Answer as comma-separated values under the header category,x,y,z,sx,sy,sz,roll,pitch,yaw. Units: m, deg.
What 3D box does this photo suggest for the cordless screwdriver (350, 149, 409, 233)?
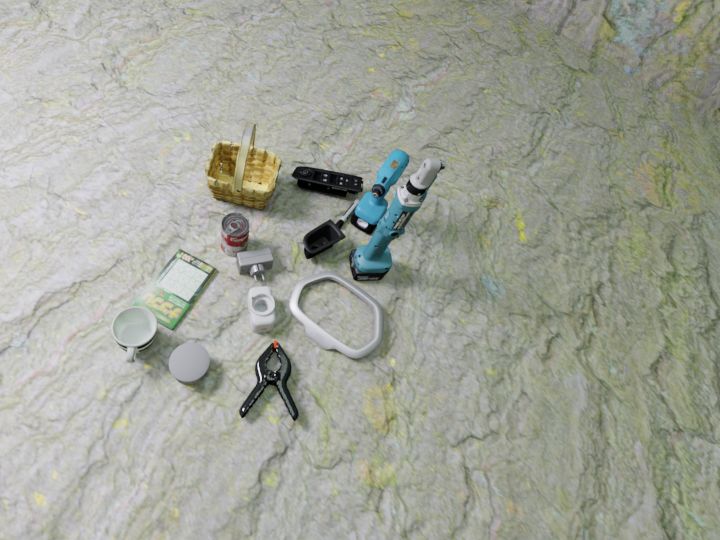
category,x,y,z,sx,sy,sz,roll,pitch,yaw
cordless screwdriver,0.039,-0.183,1.093,0.075,0.247,0.159,32,57,0

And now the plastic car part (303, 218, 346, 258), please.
category,x,y,z,sx,sy,sz,roll,pitch,yaw
plastic car part,-0.107,-0.070,1.093,0.114,0.070,0.068,-34,74,-29

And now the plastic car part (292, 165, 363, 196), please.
category,x,y,z,sx,sy,sz,roll,pitch,yaw
plastic car part,-0.097,-0.252,1.210,0.201,0.066,0.068,13,58,-6

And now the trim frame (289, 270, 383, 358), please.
category,x,y,z,sx,sy,sz,roll,pitch,yaw
trim frame,-0.055,0.103,1.025,0.253,0.027,0.183,35,57,8

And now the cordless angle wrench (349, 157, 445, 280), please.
category,x,y,z,sx,sy,sz,roll,pitch,yaw
cordless angle wrench,0.073,-0.102,0.949,0.095,0.420,0.077,1,62,-18
